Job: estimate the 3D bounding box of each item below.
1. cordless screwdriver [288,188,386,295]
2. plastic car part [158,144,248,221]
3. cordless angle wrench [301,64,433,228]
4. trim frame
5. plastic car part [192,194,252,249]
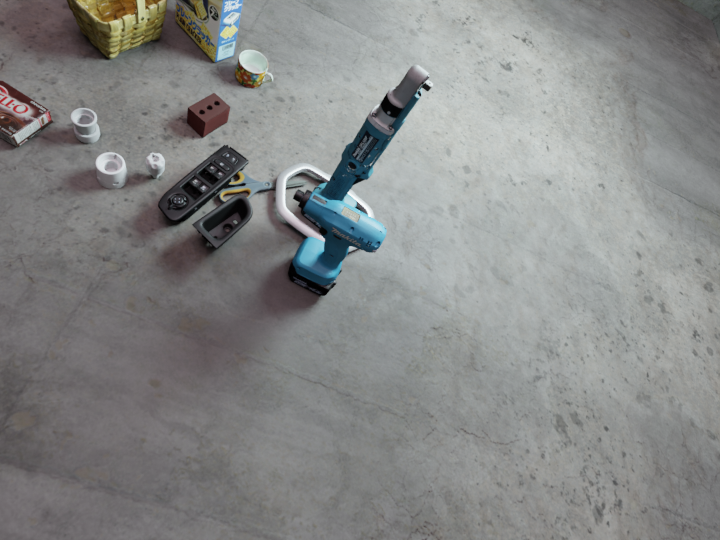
[{"bbox_3d":[-0.075,-0.049,0.763,0.157,0.250,0.075,30,59,-9],"label":"cordless screwdriver"},{"bbox_3d":[-0.315,-0.166,0.840,0.066,0.067,0.201,40,58,-2],"label":"plastic car part"},{"bbox_3d":[-0.001,-0.201,0.763,0.098,0.426,0.074,40,58,-4],"label":"cordless angle wrench"},{"bbox_3d":[-0.078,-0.140,0.937,0.247,0.027,0.184,32,59,-3],"label":"trim frame"},{"bbox_3d":[-0.260,-0.087,0.819,0.066,0.071,0.115,44,58,1],"label":"plastic car part"}]
